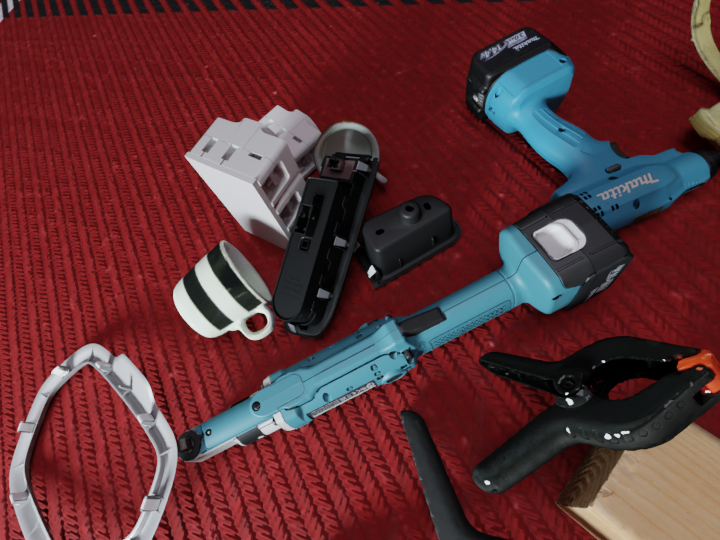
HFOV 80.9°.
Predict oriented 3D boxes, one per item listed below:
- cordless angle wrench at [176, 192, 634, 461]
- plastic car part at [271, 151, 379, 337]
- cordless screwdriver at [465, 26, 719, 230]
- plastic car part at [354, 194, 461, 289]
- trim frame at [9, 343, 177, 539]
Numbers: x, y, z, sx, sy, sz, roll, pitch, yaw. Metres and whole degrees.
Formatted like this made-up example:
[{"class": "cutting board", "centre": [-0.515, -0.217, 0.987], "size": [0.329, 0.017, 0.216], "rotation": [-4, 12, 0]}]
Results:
[{"class": "cordless angle wrench", "centre": [0.020, 0.073, 0.388], "size": [0.424, 0.093, 0.078], "rotation": [-28, 61, 3]}, {"class": "plastic car part", "centre": [-0.042, -0.028, 0.432], "size": [0.069, 0.064, 0.203], "rotation": [15, 91, 27]}, {"class": "cordless screwdriver", "centre": [0.235, -0.161, 0.459], "size": [0.159, 0.071, 0.259], "rotation": [-24, 64, 0]}, {"class": "plastic car part", "centre": [0.047, -0.043, 0.446], "size": [0.117, 0.068, 0.069], "rotation": [-29, 63, 1]}, {"class": "trim frame", "centre": [-0.270, 0.176, 0.413], "size": [0.263, 0.026, 0.184], "rotation": [26, 78, 36]}]
